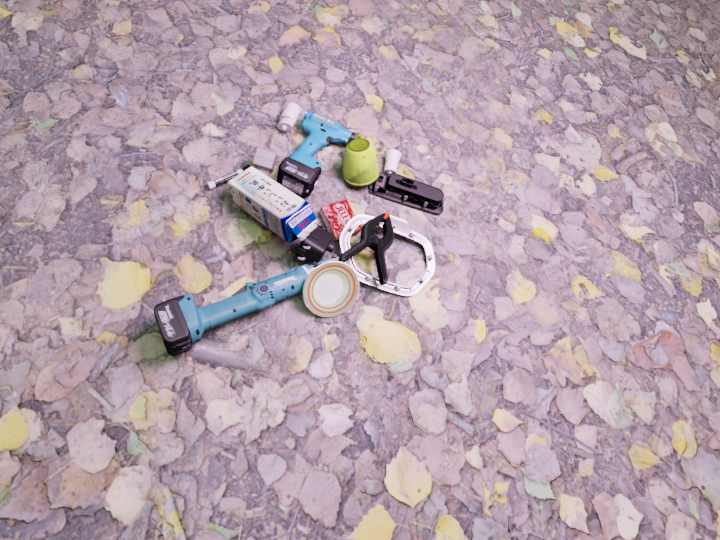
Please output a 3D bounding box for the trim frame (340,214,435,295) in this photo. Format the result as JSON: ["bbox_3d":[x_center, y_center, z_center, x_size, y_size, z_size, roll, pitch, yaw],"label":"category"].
[{"bbox_3d":[0.068,-0.042,1.005,0.245,0.027,0.186,18,67,-8],"label":"trim frame"}]

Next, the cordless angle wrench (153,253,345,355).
[{"bbox_3d":[-0.210,0.050,0.897,0.412,0.073,0.102,-21,64,-26],"label":"cordless angle wrench"}]

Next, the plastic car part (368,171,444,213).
[{"bbox_3d":[0.129,-0.209,1.094,0.201,0.067,0.067,21,57,-4],"label":"plastic car part"}]

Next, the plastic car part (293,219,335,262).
[{"bbox_3d":[-0.094,-0.062,0.963,0.071,0.066,0.116,31,40,1],"label":"plastic car part"}]

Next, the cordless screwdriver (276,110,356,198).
[{"bbox_3d":[-0.107,-0.296,1.082,0.159,0.074,0.251,21,60,-2],"label":"cordless screwdriver"}]
